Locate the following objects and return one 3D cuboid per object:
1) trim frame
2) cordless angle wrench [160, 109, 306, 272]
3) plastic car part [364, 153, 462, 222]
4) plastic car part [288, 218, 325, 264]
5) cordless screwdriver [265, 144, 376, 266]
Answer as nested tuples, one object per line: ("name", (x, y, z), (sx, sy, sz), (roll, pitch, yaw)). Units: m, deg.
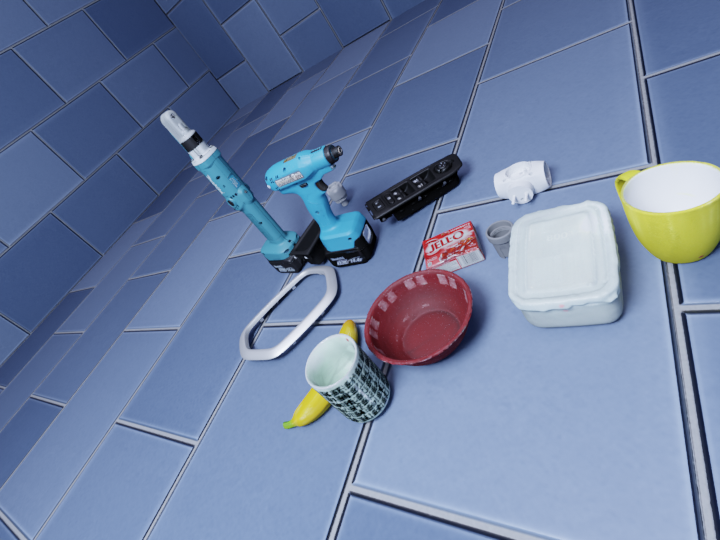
("trim frame", (-0.142, 0.081, 0.837), (0.247, 0.026, 0.194), (-48, 34, -13))
("cordless angle wrench", (-0.257, -0.158, 0.889), (0.103, 0.403, 0.074), (-3, 45, 46))
("plastic car part", (0.114, -0.153, 0.832), (0.204, 0.064, 0.069), (-34, 32, 9))
("plastic car part", (-0.089, -0.059, 0.915), (0.069, 0.067, 0.116), (0, 49, 46))
("cordless screwdriver", (-0.049, -0.119, 0.792), (0.165, 0.237, 0.075), (-14, 38, 35))
